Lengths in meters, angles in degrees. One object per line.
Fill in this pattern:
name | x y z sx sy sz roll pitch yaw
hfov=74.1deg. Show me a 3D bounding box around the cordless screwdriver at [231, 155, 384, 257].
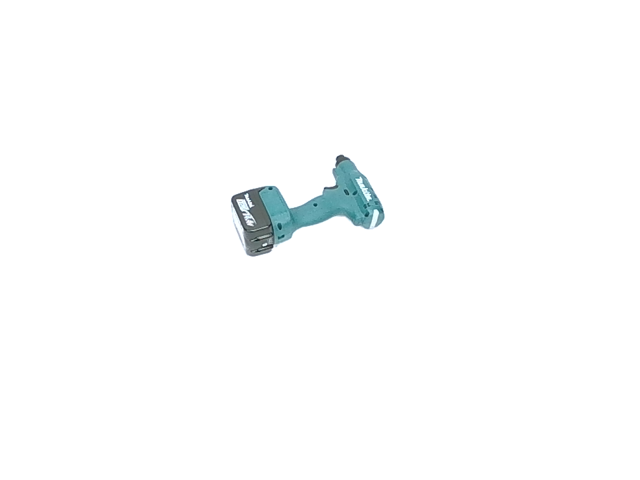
cordless screwdriver | -0.029 -0.070 0.737 0.248 0.159 0.074 -14 -33 -15
